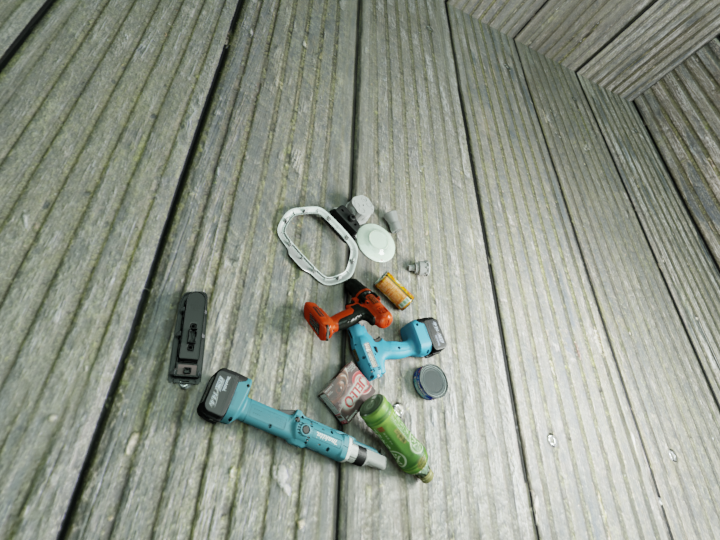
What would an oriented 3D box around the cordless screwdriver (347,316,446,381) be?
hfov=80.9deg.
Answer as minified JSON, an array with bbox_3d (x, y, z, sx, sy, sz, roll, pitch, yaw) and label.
[{"bbox_3d":[0.087,0.172,1.082,0.240,0.074,0.164,-12,67,-28],"label":"cordless screwdriver"}]

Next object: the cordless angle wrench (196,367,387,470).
[{"bbox_3d":[-0.125,0.331,0.878,0.413,0.075,0.099,28,53,-12],"label":"cordless angle wrench"}]

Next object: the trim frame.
[{"bbox_3d":[-0.112,-0.073,1.147,0.181,0.028,0.251,-40,85,-27],"label":"trim frame"}]

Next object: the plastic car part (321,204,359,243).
[{"bbox_3d":[-0.043,-0.141,1.210,0.118,0.071,0.065,47,52,8],"label":"plastic car part"}]

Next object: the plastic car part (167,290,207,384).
[{"bbox_3d":[-0.358,0.128,0.890,0.064,0.067,0.209,6,56,-19],"label":"plastic car part"}]
